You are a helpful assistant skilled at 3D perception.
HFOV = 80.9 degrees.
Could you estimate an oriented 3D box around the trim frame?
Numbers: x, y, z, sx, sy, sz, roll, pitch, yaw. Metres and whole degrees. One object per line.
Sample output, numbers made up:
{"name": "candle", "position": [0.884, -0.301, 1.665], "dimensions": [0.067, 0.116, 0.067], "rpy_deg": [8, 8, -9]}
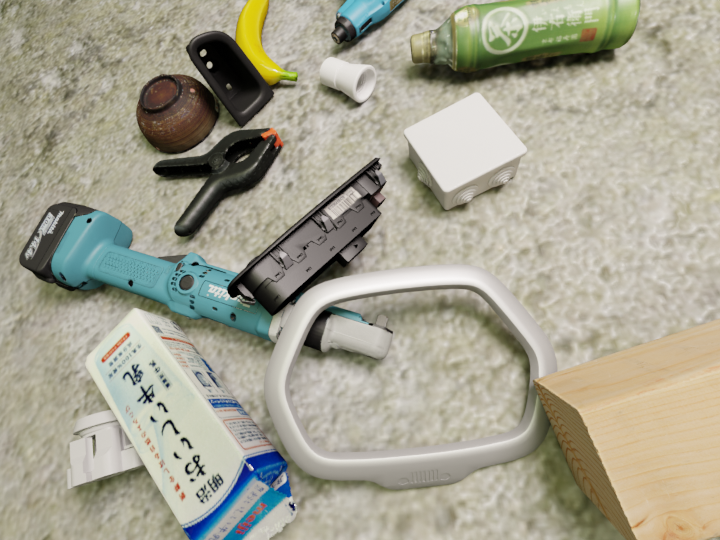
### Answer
{"name": "trim frame", "position": [0.041, 0.090, 0.361], "dimensions": [0.248, 0.027, 0.186], "rpy_deg": [-8, 80, 0]}

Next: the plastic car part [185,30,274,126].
{"name": "plastic car part", "position": [-0.180, -0.259, 0.552], "dimensions": [0.066, 0.110, 0.075], "rpy_deg": [-47, 43, -7]}

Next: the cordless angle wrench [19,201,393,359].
{"name": "cordless angle wrench", "position": [-0.175, 0.019, 0.455], "dimensions": [0.437, 0.071, 0.098], "rpy_deg": [15, 73, 18]}

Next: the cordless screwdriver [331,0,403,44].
{"name": "cordless screwdriver", "position": [-0.050, -0.422, 0.597], "dimensions": [0.259, 0.071, 0.159], "rpy_deg": [41, 84, 21]}

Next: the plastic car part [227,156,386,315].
{"name": "plastic car part", "position": [-0.040, -0.026, 0.411], "dimensions": [0.200, 0.067, 0.067], "rpy_deg": [-39, 89, -26]}
